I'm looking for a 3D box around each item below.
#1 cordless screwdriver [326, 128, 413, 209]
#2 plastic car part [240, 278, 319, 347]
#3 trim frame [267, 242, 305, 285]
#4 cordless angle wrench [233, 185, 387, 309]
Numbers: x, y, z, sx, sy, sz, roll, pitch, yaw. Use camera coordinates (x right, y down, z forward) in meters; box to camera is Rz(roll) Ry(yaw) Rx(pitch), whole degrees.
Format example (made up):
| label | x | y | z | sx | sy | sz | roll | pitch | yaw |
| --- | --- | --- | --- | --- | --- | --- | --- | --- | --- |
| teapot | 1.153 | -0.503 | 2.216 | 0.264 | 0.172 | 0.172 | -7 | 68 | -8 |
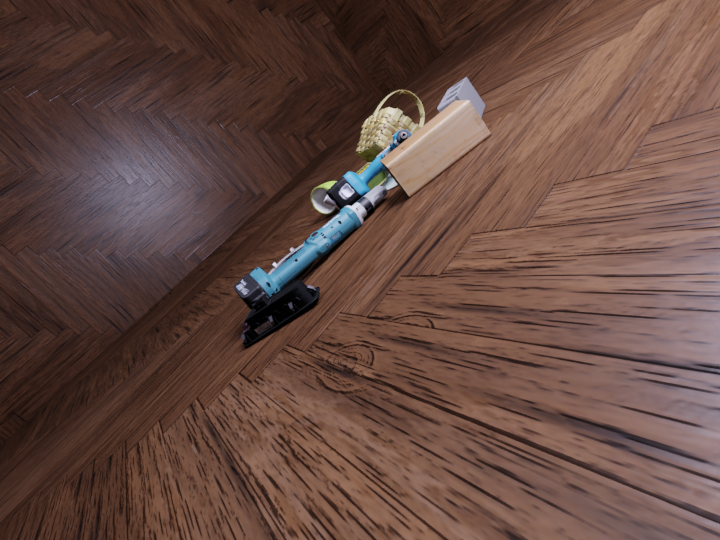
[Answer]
| label | x | y | z | sx | sy | sz | roll | pitch | yaw |
| --- | --- | --- | --- | --- | --- | --- | --- | --- | --- |
| cordless screwdriver | 0.029 | -0.248 | 1.037 | 0.250 | 0.074 | 0.158 | -41 | 1 | 9 |
| plastic car part | -0.164 | 0.074 | 0.827 | 0.207 | 0.066 | 0.066 | -29 | 13 | 24 |
| trim frame | -0.185 | -0.015 | 1.100 | 0.183 | 0.026 | 0.258 | -44 | 21 | -8 |
| cordless angle wrench | -0.094 | -0.062 | 0.964 | 0.420 | 0.071 | 0.103 | -41 | 33 | -13 |
